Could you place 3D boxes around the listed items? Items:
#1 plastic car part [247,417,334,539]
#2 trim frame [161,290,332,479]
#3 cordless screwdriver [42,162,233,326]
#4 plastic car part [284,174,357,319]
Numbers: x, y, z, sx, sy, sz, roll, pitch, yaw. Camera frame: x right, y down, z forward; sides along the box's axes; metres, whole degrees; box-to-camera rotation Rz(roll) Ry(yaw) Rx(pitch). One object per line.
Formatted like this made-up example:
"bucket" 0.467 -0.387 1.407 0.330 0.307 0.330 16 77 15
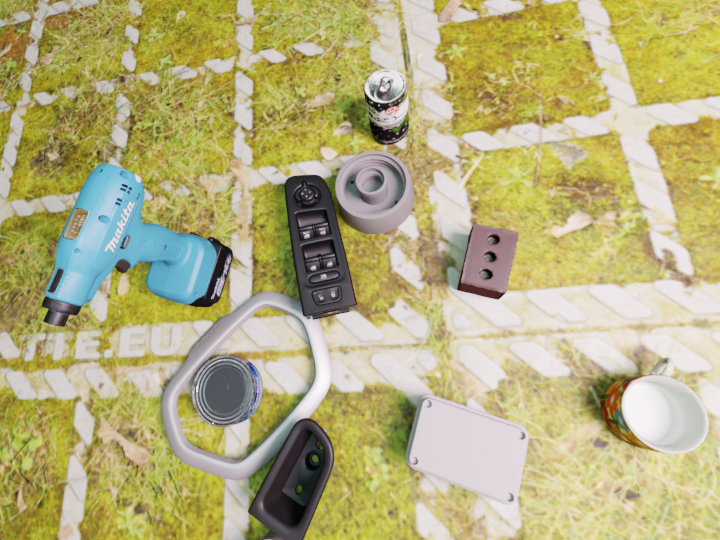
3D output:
"plastic car part" -0.063 0.227 0.478 0.068 0.068 0.117 24 80 16
"trim frame" -0.148 0.142 0.546 0.191 0.026 0.248 40 85 20
"cordless screwdriver" -0.249 -0.001 0.499 0.076 0.240 0.160 13 77 12
"plastic car part" -0.055 -0.036 0.560 0.067 0.065 0.208 -16 71 6
